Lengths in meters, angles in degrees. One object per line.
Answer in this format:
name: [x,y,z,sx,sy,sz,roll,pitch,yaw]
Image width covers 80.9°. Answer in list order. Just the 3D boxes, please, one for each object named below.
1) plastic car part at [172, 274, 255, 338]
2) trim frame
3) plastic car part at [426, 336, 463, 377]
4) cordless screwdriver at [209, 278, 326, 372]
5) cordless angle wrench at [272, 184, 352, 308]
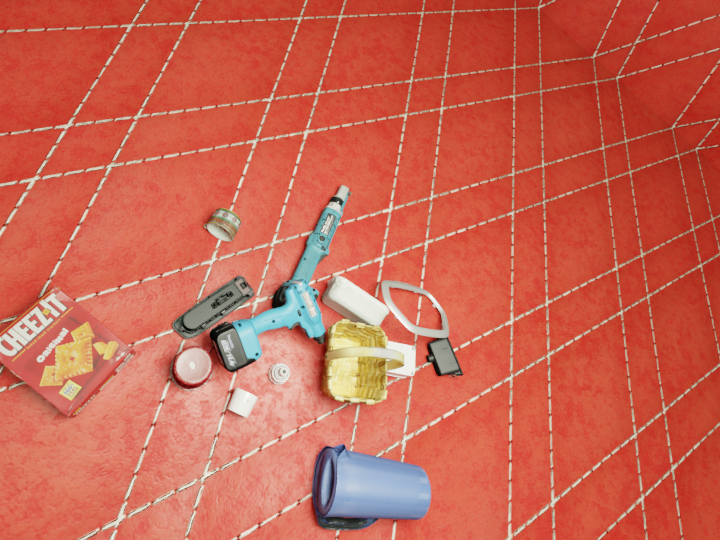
plastic car part: [-0.339,0.085,0.990,0.200,0.068,0.066,-38,95,-26]
trim frame: [0.148,0.099,1.126,0.236,0.028,0.193,11,42,-38]
plastic car part: [0.215,0.235,1.132,0.070,0.065,0.120,-18,73,-12]
cordless screwdriver: [-0.195,0.141,0.937,0.243,0.077,0.156,-29,102,-25]
cordless angle wrench: [-0.111,-0.073,1.134,0.096,0.075,0.427,27,59,-11]
